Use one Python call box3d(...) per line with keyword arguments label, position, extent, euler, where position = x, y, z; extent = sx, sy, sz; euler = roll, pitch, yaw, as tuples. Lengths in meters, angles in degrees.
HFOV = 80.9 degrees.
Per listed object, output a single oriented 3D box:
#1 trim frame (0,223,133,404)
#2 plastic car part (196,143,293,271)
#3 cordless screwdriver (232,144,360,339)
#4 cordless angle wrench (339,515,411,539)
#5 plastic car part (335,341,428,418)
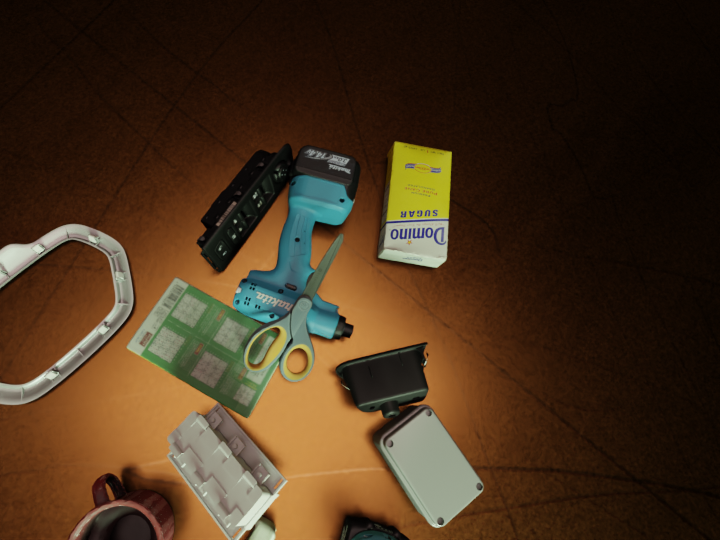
box3d(label="trim frame", position=(-0.408, 0.048, 0.535), extent=(0.188, 0.027, 0.247), euler=(41, 74, 9))
box3d(label="plastic car part", position=(-0.164, -0.099, 0.598), extent=(0.070, 0.063, 0.202), euler=(26, 70, 27))
box3d(label="cordless screwdriver", position=(-0.057, -0.037, 0.579), extent=(0.159, 0.074, 0.250), euler=(19, 74, -1))
box3d(label="cordless angle wrench", position=(0.046, 0.280, 0.290), extent=(0.074, 0.421, 0.099), euler=(19, 71, -6))
box3d(label="plastic car part", position=(0.034, 0.141, 0.518), extent=(0.115, 0.064, 0.074), euler=(-13, 51, -10))
